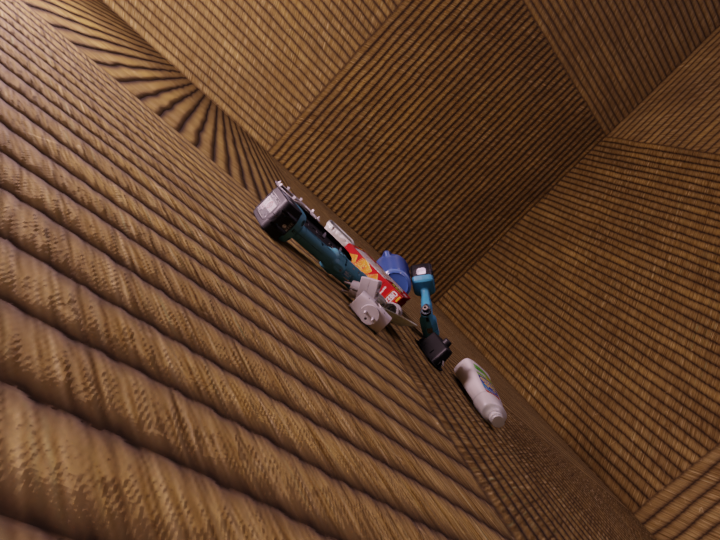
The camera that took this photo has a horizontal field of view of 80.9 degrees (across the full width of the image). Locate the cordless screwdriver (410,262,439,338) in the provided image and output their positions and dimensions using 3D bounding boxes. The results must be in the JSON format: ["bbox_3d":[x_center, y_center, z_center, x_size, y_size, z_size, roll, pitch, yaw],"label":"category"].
[{"bbox_3d":[0.208,0.081,1.369,0.151,0.076,0.256,68,16,-47],"label":"cordless screwdriver"}]

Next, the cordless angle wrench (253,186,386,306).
[{"bbox_3d":[-0.060,-0.020,0.938,0.400,0.074,0.103,42,6,-38],"label":"cordless angle wrench"}]

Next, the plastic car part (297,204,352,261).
[{"bbox_3d":[-0.099,-0.064,1.008,0.195,0.067,0.069,41,17,-21],"label":"plastic car part"}]

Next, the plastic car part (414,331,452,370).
[{"bbox_3d":[0.200,0.202,1.089,0.064,0.071,0.120,40,4,-19],"label":"plastic car part"}]

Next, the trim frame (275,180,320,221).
[{"bbox_3d":[-0.248,-0.279,1.688,0.237,0.027,0.193,42,7,-30],"label":"trim frame"}]
